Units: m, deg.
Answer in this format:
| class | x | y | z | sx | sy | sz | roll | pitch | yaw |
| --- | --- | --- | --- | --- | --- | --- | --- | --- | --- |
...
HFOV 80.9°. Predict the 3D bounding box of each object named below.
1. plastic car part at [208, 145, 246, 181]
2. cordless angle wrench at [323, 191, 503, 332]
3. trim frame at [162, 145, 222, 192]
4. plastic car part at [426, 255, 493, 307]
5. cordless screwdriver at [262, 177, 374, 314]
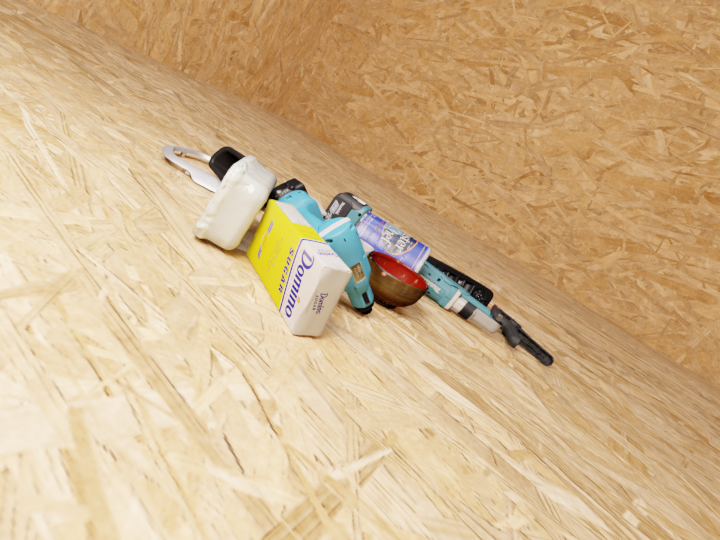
| class | x | y | z | sx | sy | sz | roll | pitch | yaw |
| --- | --- | --- | --- | --- | --- | --- | --- | --- | --- |
| plastic car part | -0.234 | -0.189 | 0.814 | 0.123 | 0.066 | 0.067 | 40 | 3 | 40 |
| cordless angle wrench | 0.105 | -0.010 | 0.885 | 0.433 | 0.098 | 0.072 | 38 | 17 | 12 |
| trim frame | -0.284 | -0.191 | 0.859 | 0.244 | 0.027 | 0.188 | 28 | 15 | -10 |
| plastic car part | 0.207 | 0.033 | 0.970 | 0.199 | 0.066 | 0.068 | 26 | -9 | -9 |
| cordless screwdriver | -0.065 | -0.042 | 0.660 | 0.263 | 0.073 | 0.152 | 40 | -23 | 50 |
